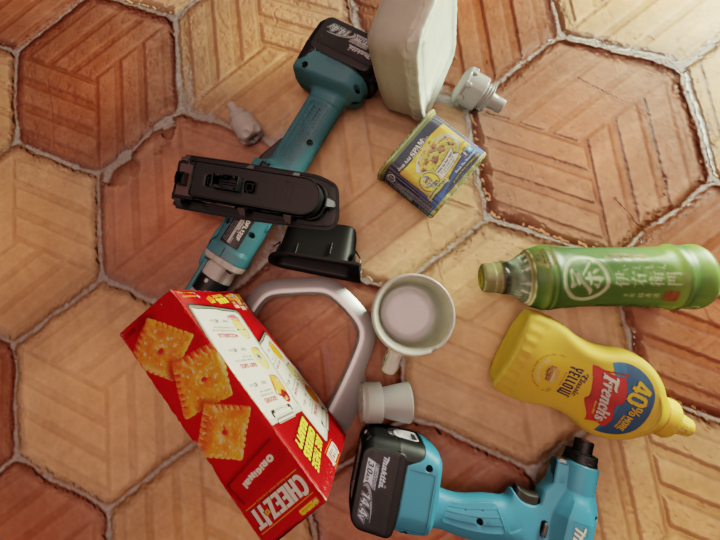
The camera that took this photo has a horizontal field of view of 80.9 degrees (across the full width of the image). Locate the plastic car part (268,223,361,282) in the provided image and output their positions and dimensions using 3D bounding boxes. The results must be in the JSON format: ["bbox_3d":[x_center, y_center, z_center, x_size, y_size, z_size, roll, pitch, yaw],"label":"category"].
[{"bbox_3d":[-0.050,-0.033,0.516,0.119,0.064,0.072,13,70,11],"label":"plastic car part"}]

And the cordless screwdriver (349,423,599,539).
[{"bbox_3d":[0.119,0.225,0.447,0.251,0.073,0.159,17,84,5],"label":"cordless screwdriver"}]

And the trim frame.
[{"bbox_3d":[-0.086,0.124,0.511,0.188,0.027,0.249,26,84,11],"label":"trim frame"}]

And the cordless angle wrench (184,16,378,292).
[{"bbox_3d":[-0.113,-0.104,0.527,0.100,0.073,0.423,31,89,8],"label":"cordless angle wrench"}]

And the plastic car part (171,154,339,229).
[{"bbox_3d":[-0.121,-0.091,0.470,0.206,0.066,0.067,11,82,7],"label":"plastic car part"}]
